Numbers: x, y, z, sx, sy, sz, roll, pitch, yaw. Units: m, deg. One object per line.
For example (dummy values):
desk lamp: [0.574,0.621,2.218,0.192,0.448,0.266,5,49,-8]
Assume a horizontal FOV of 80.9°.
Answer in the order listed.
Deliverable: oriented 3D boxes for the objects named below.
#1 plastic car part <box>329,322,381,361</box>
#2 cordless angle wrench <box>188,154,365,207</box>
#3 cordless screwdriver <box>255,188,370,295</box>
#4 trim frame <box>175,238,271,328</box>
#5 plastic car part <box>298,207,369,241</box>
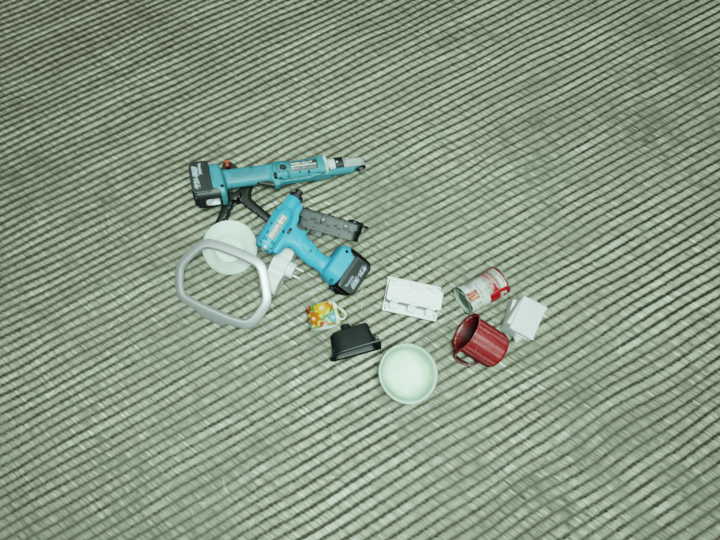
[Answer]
plastic car part: [-0.018,0.151,0.934,0.117,0.063,0.073,-13,61,0]
cordless angle wrench: [-0.190,-0.233,1.019,0.415,0.074,0.100,-11,72,-13]
cordless screwdriver: [-0.093,-0.061,0.946,0.245,0.075,0.159,32,76,-9]
trim frame: [-0.314,0.032,0.961,0.254,0.027,0.184,20,93,12]
plastic car part: [-0.082,-0.110,1.004,0.205,0.065,0.067,12,86,5]
